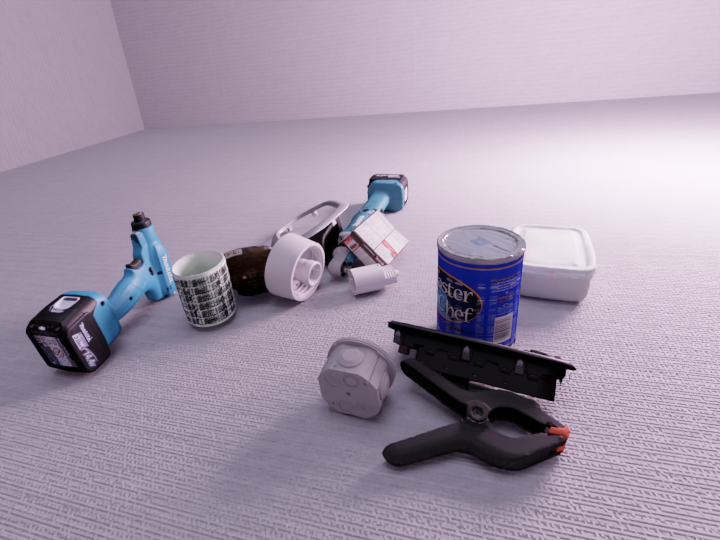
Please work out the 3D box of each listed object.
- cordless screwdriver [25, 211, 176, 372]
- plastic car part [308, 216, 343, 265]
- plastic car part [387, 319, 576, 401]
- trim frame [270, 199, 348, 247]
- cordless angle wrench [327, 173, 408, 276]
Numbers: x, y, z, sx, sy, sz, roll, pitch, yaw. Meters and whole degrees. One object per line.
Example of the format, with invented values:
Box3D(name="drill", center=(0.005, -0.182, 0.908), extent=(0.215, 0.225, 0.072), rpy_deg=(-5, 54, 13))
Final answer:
Box3D(name="cordless screwdriver", center=(-0.382, 0.024, 0.651), extent=(0.076, 0.154, 0.250), rpy_deg=(1, 30, 12))
Box3D(name="plastic car part", center=(-0.082, -0.054, 0.839), extent=(0.073, 0.064, 0.116), rpy_deg=(-6, 27, 26))
Box3D(name="plastic car part", center=(0.130, 0.104, 0.484), extent=(0.211, 0.063, 0.068), rpy_deg=(5, 67, 26))
Box3D(name="trim frame", center=(-0.113, -0.091, 0.870), extent=(0.183, 0.027, 0.257), rpy_deg=(-34, 21, -7))
Box3D(name="cordless angle wrench", center=(0.014, -0.104, 0.902), extent=(0.101, 0.072, 0.422), rpy_deg=(4, 32, 18))
